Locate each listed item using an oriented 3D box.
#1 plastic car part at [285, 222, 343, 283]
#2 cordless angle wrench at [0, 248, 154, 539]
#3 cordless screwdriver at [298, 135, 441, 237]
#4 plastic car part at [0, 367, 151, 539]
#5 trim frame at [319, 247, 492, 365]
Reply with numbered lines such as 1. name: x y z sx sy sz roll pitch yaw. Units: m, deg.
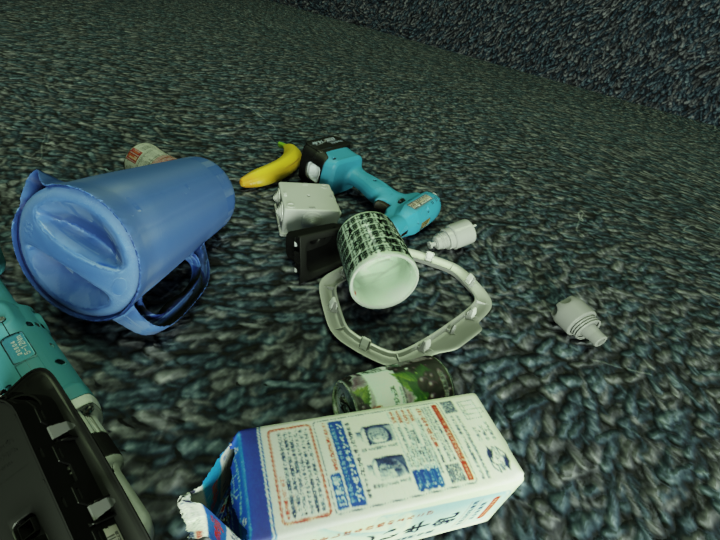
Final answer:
1. plastic car part: -0.057 -0.037 0.583 0.075 0.064 0.112 24 32 39
2. cordless angle wrench: -0.301 0.061 0.365 0.443 0.096 0.072 36 45 25
3. cordless screwdriver: -0.003 -0.134 0.710 0.260 0.073 0.155 34 42 23
4. plastic car part: -0.178 0.150 0.242 0.066 0.065 0.211 -40 69 -5
5. trim frame: 0.061 0.033 0.539 0.240 0.027 0.194 -22 48 -38
